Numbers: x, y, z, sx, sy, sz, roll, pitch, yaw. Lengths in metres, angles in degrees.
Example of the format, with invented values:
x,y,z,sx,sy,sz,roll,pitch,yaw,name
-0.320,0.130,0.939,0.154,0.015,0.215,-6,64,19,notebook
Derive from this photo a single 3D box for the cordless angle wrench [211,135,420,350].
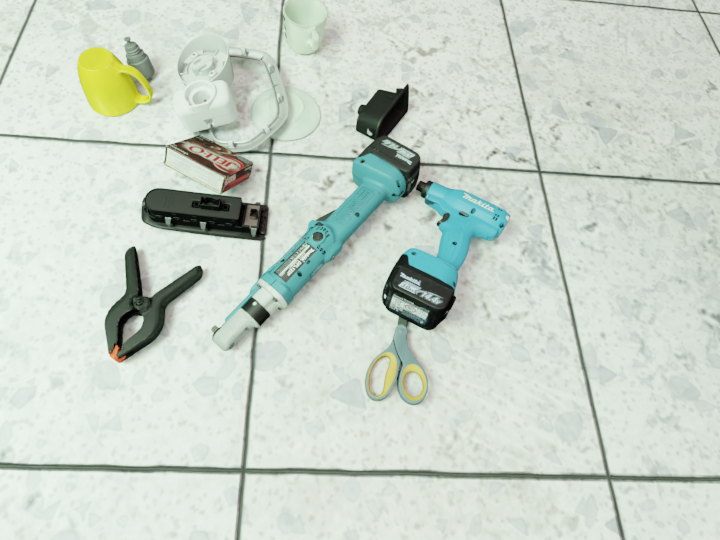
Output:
x,y,z,sx,sy,sz,roll,pitch,yaw,name
-0.064,-0.042,0.655,0.102,0.072,0.420,35,71,20,cordless angle wrench

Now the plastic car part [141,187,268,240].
x,y,z,sx,sy,sz,roll,pitch,yaw,name
-0.251,-0.093,0.668,0.203,0.066,0.067,5,74,-1,plastic car part

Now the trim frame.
x,y,z,sx,sy,sz,roll,pitch,yaw,name
-0.231,-0.321,0.774,0.184,0.027,0.256,-17,70,0,trim frame

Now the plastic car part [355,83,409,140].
x,y,z,sx,sy,sz,roll,pitch,yaw,name
0.032,-0.293,0.784,0.074,0.063,0.116,31,70,22,plastic car part

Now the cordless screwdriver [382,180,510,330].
x,y,z,sx,sy,sz,roll,pitch,yaw,name
0.113,-0.041,0.665,0.165,0.072,0.247,30,61,17,cordless screwdriver
